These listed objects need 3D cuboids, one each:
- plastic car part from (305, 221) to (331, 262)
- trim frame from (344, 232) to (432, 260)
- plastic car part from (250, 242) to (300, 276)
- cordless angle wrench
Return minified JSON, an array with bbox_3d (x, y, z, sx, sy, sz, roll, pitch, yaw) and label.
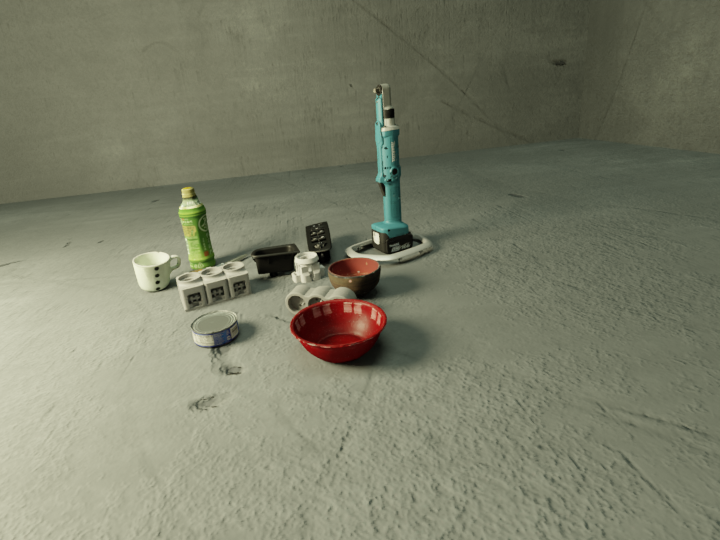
[{"bbox_3d":[-0.113,-0.074,1.153,0.066,0.065,0.209,-7,22,-6],"label":"plastic car part"},{"bbox_3d":[0.076,-0.063,1.127,0.241,0.027,0.195,-22,27,-34],"label":"trim frame"},{"bbox_3d":[-0.210,-0.021,1.045,0.114,0.069,0.069,-12,21,-14],"label":"plastic car part"},{"bbox_3d":[0.072,-0.254,1.082,0.095,0.413,0.078,-13,21,-22],"label":"cordless angle wrench"}]
